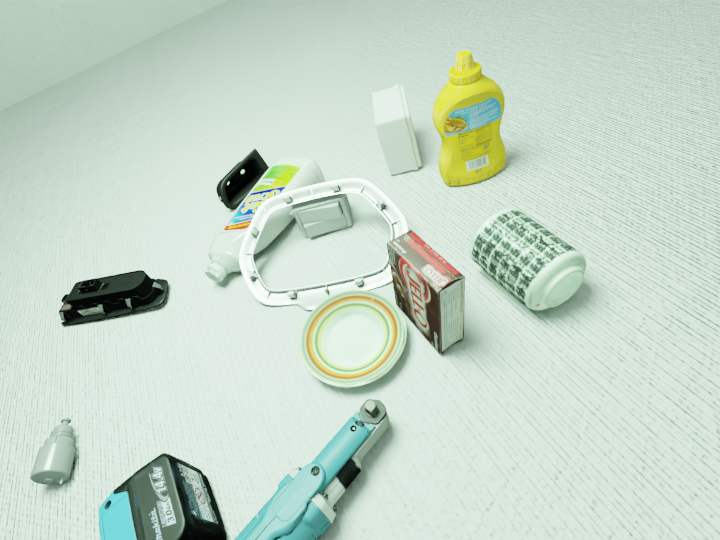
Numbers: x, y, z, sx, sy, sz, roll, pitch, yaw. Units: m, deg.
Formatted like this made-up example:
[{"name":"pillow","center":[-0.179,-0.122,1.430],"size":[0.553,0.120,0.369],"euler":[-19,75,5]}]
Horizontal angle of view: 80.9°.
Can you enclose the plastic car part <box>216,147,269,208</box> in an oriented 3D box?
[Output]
[{"name":"plastic car part","center":[-0.238,-0.174,0.818],"size":[0.116,0.063,0.075],"euler":[-48,35,-18]}]

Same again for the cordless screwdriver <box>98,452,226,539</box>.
[{"name":"cordless screwdriver","center":[-0.261,0.281,0.401],"size":[0.247,0.070,0.169],"euler":[-41,48,-12]}]

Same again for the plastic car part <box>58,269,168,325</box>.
[{"name":"plastic car part","center":[-0.409,0.037,0.692],"size":[0.207,0.064,0.068],"euler":[-7,40,12]}]

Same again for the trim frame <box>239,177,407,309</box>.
[{"name":"trim frame","center":[-0.058,-0.038,0.598],"size":[0.252,0.026,0.188],"euler":[-11,74,10]}]

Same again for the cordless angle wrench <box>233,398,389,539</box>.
[{"name":"cordless angle wrench","center":[-0.115,0.272,0.345],"size":[0.079,0.093,0.418],"euler":[27,59,37]}]
